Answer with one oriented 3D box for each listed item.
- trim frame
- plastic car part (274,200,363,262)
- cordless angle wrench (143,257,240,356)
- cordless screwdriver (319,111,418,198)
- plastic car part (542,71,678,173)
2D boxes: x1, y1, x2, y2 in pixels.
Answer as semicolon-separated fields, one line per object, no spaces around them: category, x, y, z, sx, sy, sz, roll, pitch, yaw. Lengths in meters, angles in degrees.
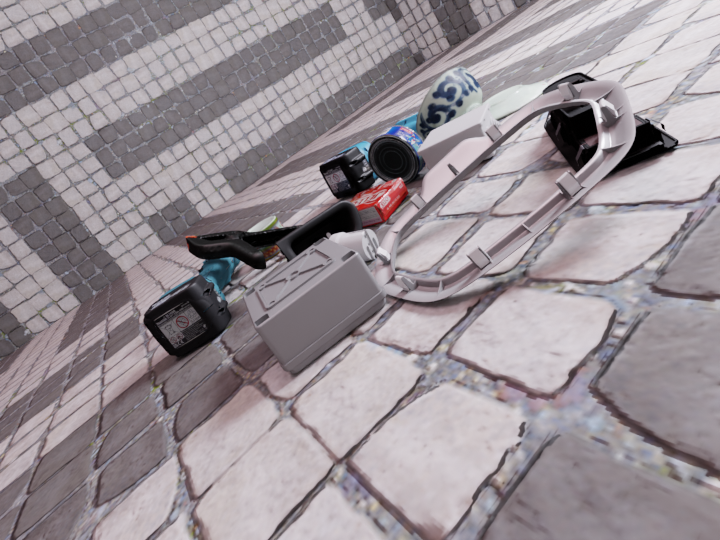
trim frame;0.102;-0.069;0.362;0.250;0.026;0.189;-43;24;17
plastic car part;-0.054;-0.035;0.551;0.115;0.066;0.072;-40;5;-26
cordless angle wrench;-0.252;0.003;0.737;0.098;0.072;0.433;-32;19;3
cordless screwdriver;0.027;-0.233;0.836;0.245;0.072;0.166;-39;20;-25
plastic car part;0.213;-0.151;0.407;0.068;0.065;0.203;-32;17;27
